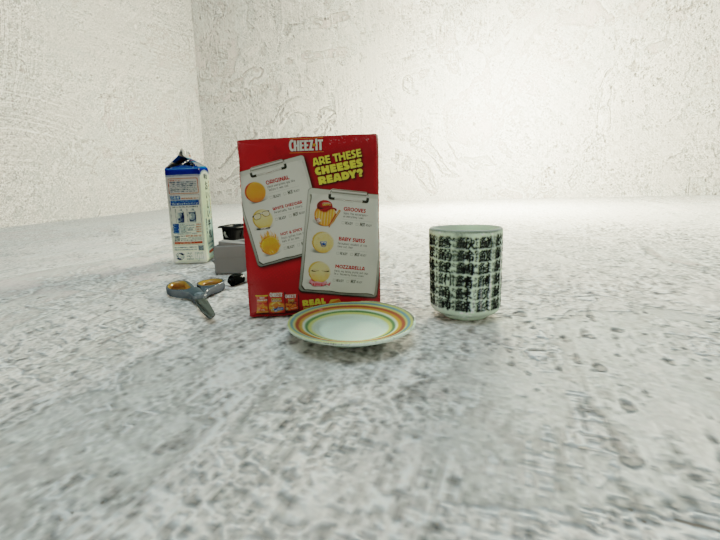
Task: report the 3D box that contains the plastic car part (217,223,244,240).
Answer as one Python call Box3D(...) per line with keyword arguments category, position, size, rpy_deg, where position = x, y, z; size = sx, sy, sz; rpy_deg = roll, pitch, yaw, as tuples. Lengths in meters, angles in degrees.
Box3D(category="plastic car part", position=(-0.289, -0.073, 0.980), size=(0.067, 0.070, 0.116), rpy_deg=(-1, 12, 6))
